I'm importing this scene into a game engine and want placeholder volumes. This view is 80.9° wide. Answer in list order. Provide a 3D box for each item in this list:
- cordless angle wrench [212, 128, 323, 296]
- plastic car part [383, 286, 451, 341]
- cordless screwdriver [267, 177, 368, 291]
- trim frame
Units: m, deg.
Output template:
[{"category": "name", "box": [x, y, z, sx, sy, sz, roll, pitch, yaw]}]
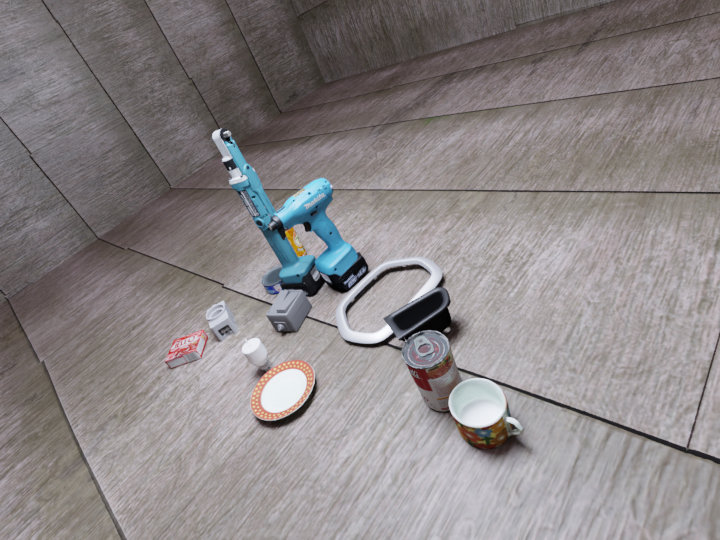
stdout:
[{"category": "cordless angle wrench", "box": [-0.209, -0.119, 0.940, 0.102, 0.405, 0.074, -5, 35, 33]}, {"category": "plastic car part", "box": [0.111, 0.089, 0.721, 0.116, 0.068, 0.069, -29, 30, -3]}, {"category": "cordless screwdriver", "box": [-0.090, -0.059, 0.923, 0.157, 0.238, 0.078, -40, 32, -22]}, {"category": "trim frame", "box": [0.055, 0.054, 0.853, 0.246, 0.026, 0.194, -43, 35, -23]}]
